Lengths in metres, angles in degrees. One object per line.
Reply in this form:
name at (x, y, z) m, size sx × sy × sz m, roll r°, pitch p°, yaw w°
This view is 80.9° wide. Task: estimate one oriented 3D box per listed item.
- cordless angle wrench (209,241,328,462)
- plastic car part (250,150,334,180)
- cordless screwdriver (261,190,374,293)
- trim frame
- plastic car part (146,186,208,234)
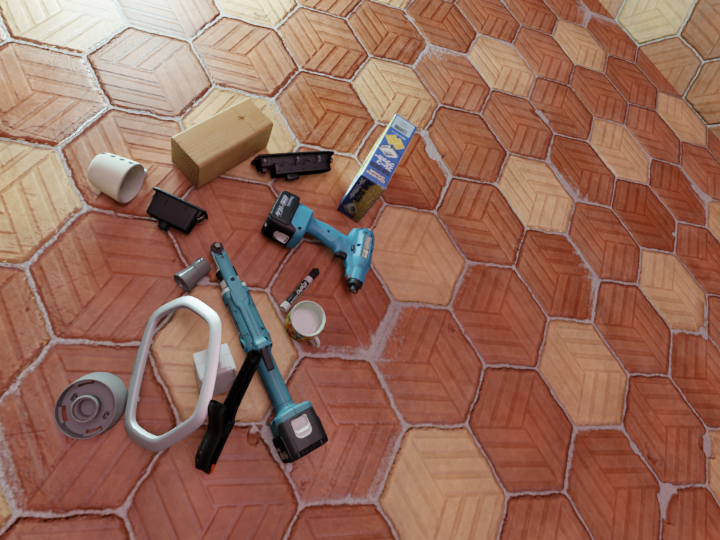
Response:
cordless angle wrench at (-0.195, 0.131, 0.789) m, size 0.072 × 0.098 × 0.435 m, roll -20°, pitch 70°, yaw -28°
plastic car part at (-0.147, -0.247, 0.988) m, size 0.197 × 0.068 × 0.068 m, roll -16°, pitch 85°, yaw -25°
cordless screwdriver at (-0.089, -0.058, 0.909) m, size 0.243 × 0.075 × 0.162 m, roll 23°, pitch 54°, yaw -13°
trim frame at (-0.311, 0.162, 0.699) m, size 0.189 × 0.026 × 0.254 m, roll -7°, pitch 65°, yaw 19°
plastic car part at (-0.375, -0.111, 0.850) m, size 0.115 × 0.066 × 0.071 m, roll 23°, pitch 76°, yaw -6°
